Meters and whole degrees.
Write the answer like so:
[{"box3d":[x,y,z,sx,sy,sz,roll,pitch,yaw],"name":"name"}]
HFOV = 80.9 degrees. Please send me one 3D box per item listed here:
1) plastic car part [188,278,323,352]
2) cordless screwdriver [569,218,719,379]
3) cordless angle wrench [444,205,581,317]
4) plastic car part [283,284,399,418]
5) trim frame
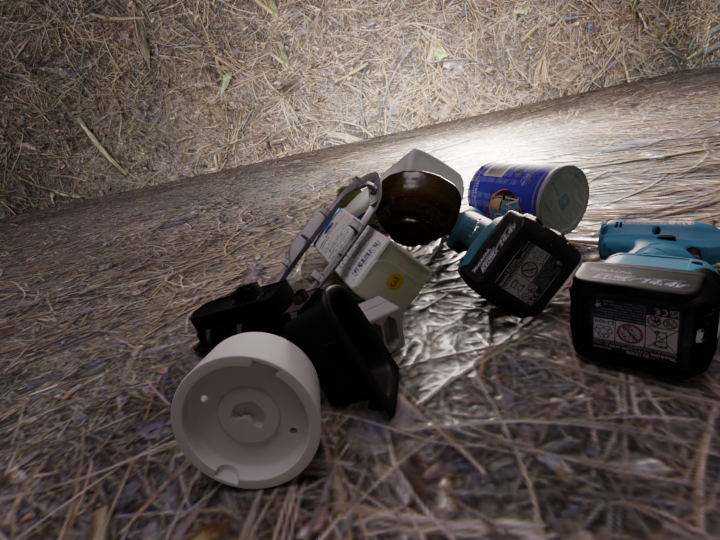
[{"box3d":[-0.128,0.052,0.477,0.210,0.065,0.066,-19,25,35],"name":"plastic car part"},{"box3d":[0.301,0.006,0.396,0.167,0.073,0.242,6,25,38],"name":"cordless screwdriver"},{"box3d":[0.149,-0.062,0.617,0.073,0.098,0.431,30,13,-13],"name":"cordless angle wrench"},{"box3d":[-0.023,0.072,0.373,0.072,0.114,0.066,-30,13,21],"name":"plastic car part"},{"box3d":[-0.056,-0.036,0.569,0.248,0.026,0.191,-55,23,-3],"name":"trim frame"}]
